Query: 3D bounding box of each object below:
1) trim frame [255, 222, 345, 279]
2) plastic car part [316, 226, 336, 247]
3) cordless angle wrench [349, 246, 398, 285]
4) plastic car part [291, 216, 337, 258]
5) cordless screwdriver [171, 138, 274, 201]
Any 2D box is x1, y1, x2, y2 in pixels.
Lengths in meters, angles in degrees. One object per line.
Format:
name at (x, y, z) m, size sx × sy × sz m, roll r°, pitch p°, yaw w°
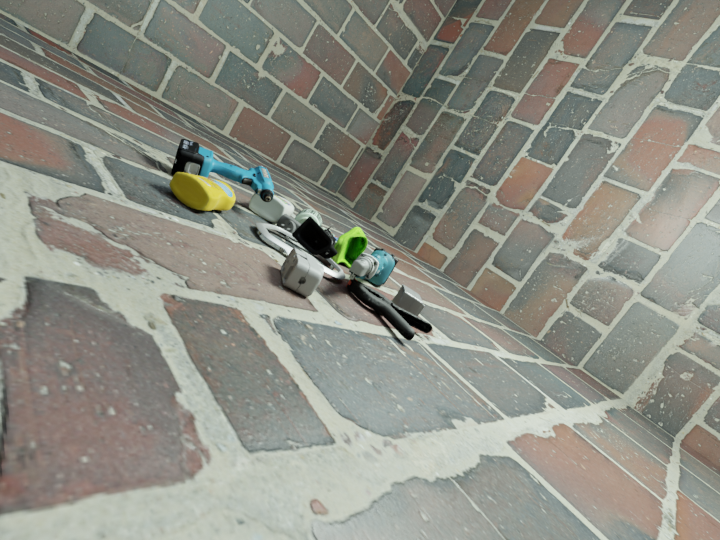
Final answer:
trim frame at (-0.141, -0.046, 1.001) m, size 0.243 × 0.027 × 0.189 m, roll 32°, pitch 9°, yaw -14°
plastic car part at (-0.100, -0.087, 1.215) m, size 0.066 × 0.066 × 0.205 m, roll 41°, pitch 9°, yaw -10°
cordless angle wrench at (0.027, -0.010, 1.035) m, size 0.076 × 0.098 × 0.414 m, roll 31°, pitch 6°, yaw 8°
plastic car part at (-0.099, -0.065, 1.016) m, size 0.123 × 0.066 × 0.067 m, roll 44°, pitch 0°, yaw 36°
cordless screwdriver at (-0.333, -0.237, 1.046) m, size 0.238 × 0.074 × 0.167 m, roll 12°, pitch 28°, yaw -27°
